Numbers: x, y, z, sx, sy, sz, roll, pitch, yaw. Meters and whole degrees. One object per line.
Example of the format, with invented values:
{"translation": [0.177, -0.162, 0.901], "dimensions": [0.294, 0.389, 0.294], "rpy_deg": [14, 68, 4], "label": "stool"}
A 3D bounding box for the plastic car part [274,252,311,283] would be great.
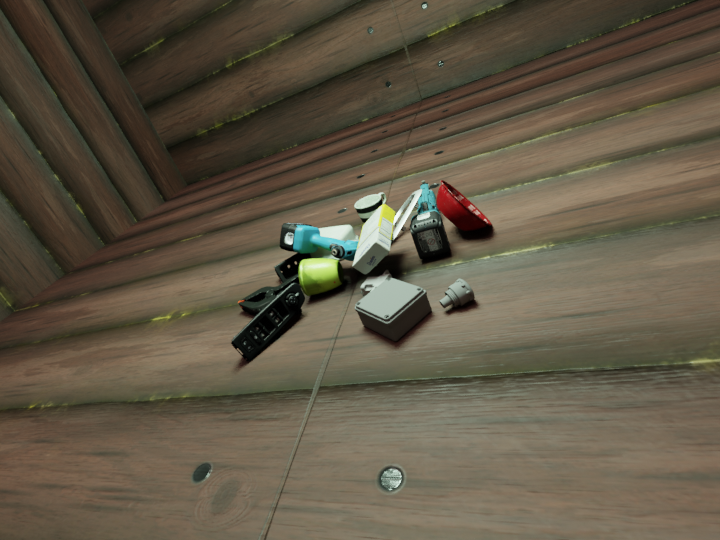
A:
{"translation": [-0.200, -0.010, 1.222], "dimensions": [0.114, 0.065, 0.073], "rpy_deg": [-37, 14, -30], "label": "plastic car part"}

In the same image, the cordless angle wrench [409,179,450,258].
{"translation": [0.183, -0.164, 1.154], "dimensions": [0.076, 0.095, 0.427], "rpy_deg": [-17, 24, 15], "label": "cordless angle wrench"}

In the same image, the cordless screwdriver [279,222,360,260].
{"translation": [-0.108, -0.071, 1.103], "dimensions": [0.261, 0.074, 0.153], "rpy_deg": [14, 12, 31], "label": "cordless screwdriver"}

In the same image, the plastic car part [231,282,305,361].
{"translation": [-0.210, 0.112, 0.979], "dimensions": [0.201, 0.065, 0.069], "rpy_deg": [-45, 15, -19], "label": "plastic car part"}

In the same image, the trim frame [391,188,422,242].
{"translation": [0.091, -0.108, 1.072], "dimensions": [0.249, 0.027, 0.185], "rpy_deg": [-61, 8, -24], "label": "trim frame"}
